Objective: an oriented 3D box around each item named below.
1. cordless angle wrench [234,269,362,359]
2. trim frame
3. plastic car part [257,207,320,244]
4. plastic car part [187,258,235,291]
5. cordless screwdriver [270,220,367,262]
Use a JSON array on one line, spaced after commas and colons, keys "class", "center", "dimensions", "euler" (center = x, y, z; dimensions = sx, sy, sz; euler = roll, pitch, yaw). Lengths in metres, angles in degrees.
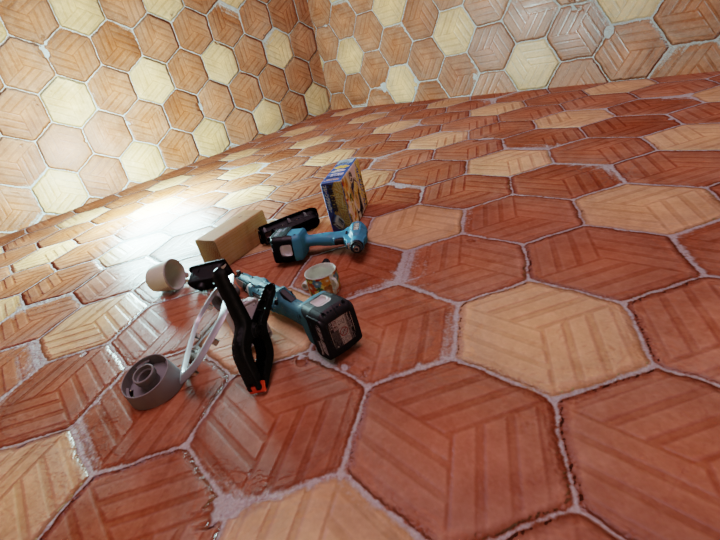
[{"class": "cordless angle wrench", "center": [-0.165, 0.062, 0.880], "dimensions": [0.073, 0.095, 0.446], "euler": [-30, 27, -29]}, {"class": "trim frame", "center": [-0.289, 0.104, 0.805], "dimensions": [0.184, 0.026, 0.258], "euler": [-51, 27, 14]}, {"class": "plastic car part", "center": [-0.204, -0.132, 1.266], "dimensions": [0.199, 0.064, 0.071], "euler": [-29, 40, -24]}, {"class": "plastic car part", "center": [-0.396, 0.022, 1.095], "dimensions": [0.119, 0.063, 0.073], "euler": [-12, 41, 13]}, {"class": "cordless screwdriver", "center": [-0.106, -0.069, 1.083], "dimensions": [0.252, 0.072, 0.161], "euler": [-7, 22, 8]}]
